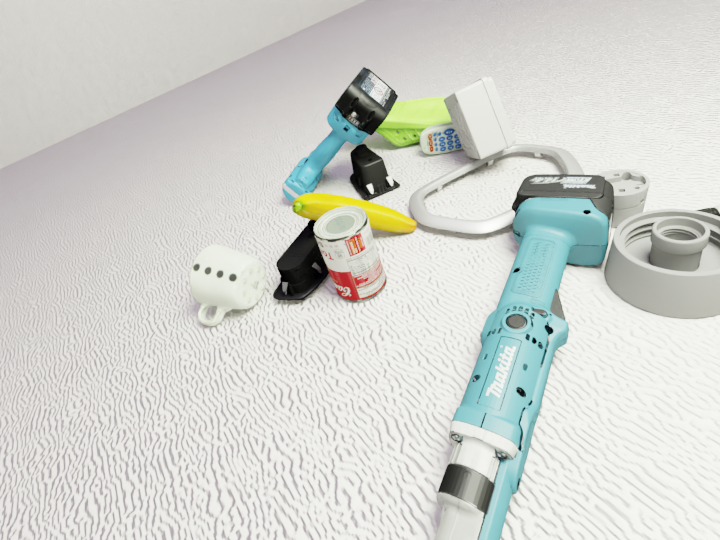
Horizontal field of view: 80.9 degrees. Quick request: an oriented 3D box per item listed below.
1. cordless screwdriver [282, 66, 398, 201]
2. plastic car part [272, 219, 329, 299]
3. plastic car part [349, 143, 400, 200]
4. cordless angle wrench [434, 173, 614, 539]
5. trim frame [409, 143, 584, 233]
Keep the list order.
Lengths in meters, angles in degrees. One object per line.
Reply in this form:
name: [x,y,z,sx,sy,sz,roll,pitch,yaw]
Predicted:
cordless screwdriver: [-0.041,-0.235,0.741,0.252,0.072,0.161,-39,21,42]
plastic car part: [-0.059,-0.039,0.606,0.069,0.064,0.203,10,49,25]
plastic car part: [0.011,-0.182,0.736,0.065,0.068,0.122,-23,40,-6]
cordless angle wrench: [0.144,0.062,0.378,0.103,0.071,0.422,8,48,33]
trim frame: [0.191,-0.122,0.612,0.247,0.026,0.194,-29,39,-7]
